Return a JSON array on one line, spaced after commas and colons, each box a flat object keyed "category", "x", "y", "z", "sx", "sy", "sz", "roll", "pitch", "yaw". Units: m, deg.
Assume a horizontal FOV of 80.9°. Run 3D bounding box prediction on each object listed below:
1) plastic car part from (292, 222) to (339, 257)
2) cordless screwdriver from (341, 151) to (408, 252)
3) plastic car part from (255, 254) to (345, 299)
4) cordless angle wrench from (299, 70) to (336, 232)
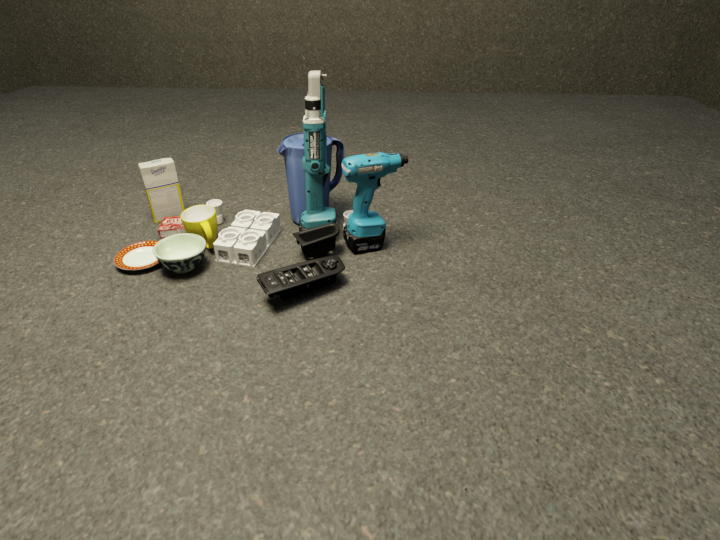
[{"category": "plastic car part", "x": -0.103, "y": -0.067, "z": 1.049, "sx": 0.113, "sy": 0.069, "sz": 0.070, "roll": -16, "pitch": 38, "yaw": -22}, {"category": "cordless screwdriver", "x": 0.034, "y": -0.169, "z": 1.040, "sx": 0.156, "sy": 0.241, "sz": 0.078, "roll": -10, "pitch": 35, "yaw": -16}, {"category": "plastic car part", "x": -0.123, "y": 0.020, "z": 0.928, "sx": 0.197, "sy": 0.065, "sz": 0.070, "roll": -21, "pitch": 40, "yaw": -26}, {"category": "cordless angle wrench", "x": -0.109, "y": -0.263, "z": 1.031, "sx": 0.098, "sy": 0.411, "sz": 0.077, "roll": 0, "pitch": 34, "yaw": -3}]
